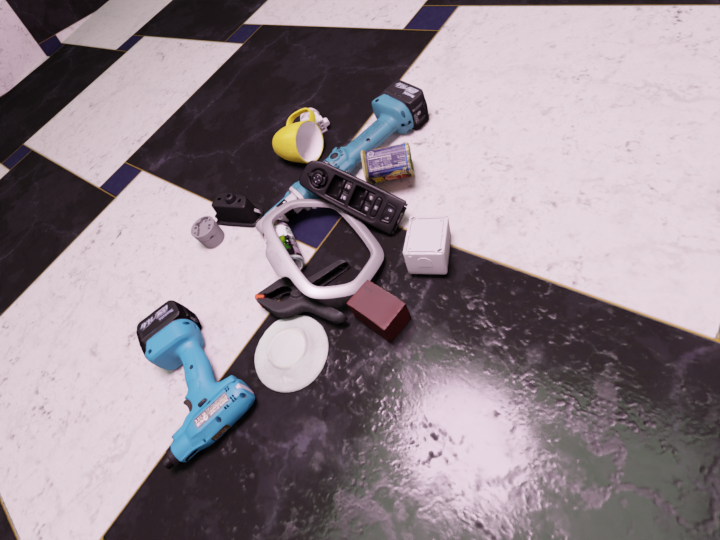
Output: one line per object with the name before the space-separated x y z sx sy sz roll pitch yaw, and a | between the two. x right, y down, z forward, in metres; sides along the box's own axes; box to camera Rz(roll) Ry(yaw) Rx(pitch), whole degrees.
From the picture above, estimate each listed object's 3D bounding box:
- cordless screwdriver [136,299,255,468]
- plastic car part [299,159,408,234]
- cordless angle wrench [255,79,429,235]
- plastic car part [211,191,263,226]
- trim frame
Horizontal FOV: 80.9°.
cordless screwdriver | -0.296 0.177 0.695 0.158 0.071 0.262 -43 56 -8
plastic car part | -0.014 -0.144 0.768 0.207 0.065 0.066 27 30 10
cordless angle wrench | -0.044 -0.216 0.854 0.422 0.070 0.103 -42 53 -5
plastic car part | -0.266 -0.136 0.893 0.122 0.067 0.066 8 62 30
trim frame | -0.072 -0.047 0.735 0.180 0.027 0.261 -23 53 -20
